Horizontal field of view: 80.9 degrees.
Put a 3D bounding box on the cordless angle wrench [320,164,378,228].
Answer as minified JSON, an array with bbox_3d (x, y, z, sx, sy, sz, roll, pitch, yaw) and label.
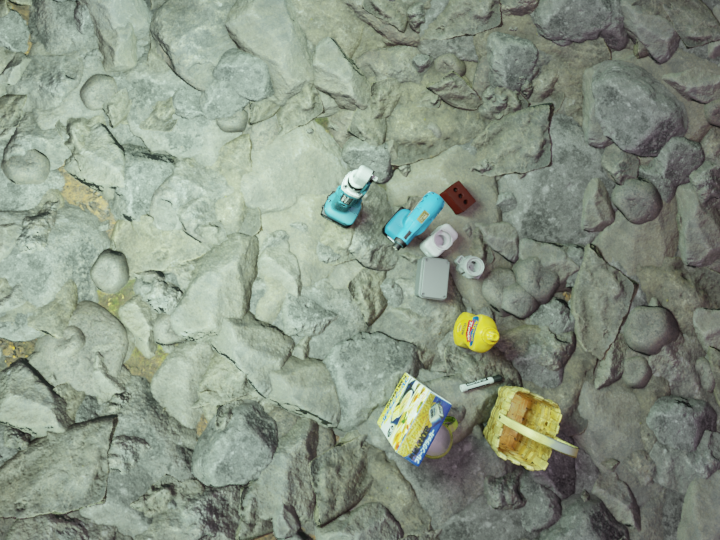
[{"bbox_3d":[-0.027,-0.174,0.986,0.097,0.426,0.074,29,84,-7],"label":"cordless angle wrench"}]

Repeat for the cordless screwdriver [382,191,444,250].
[{"bbox_3d":[0.113,-0.106,1.076,0.074,0.250,0.159,40,82,-5],"label":"cordless screwdriver"}]
